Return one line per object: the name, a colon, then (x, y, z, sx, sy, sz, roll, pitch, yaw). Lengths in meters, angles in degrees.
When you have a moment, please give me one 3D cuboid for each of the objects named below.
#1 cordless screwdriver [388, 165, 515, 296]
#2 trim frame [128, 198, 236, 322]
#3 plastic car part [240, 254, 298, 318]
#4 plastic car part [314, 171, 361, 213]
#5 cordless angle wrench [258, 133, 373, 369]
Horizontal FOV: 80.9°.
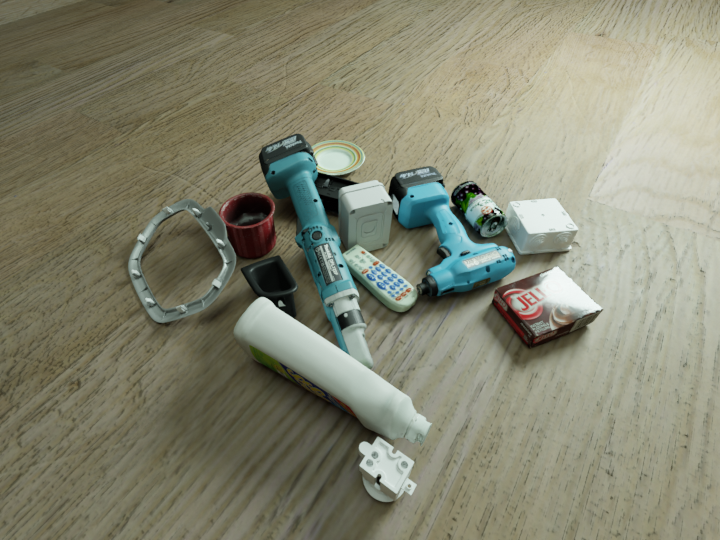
cordless screwdriver: (0.119, -0.066, 0.714, 0.157, 0.072, 0.261, -19, 52, -14)
trim frame: (-0.297, -0.026, 0.690, 0.184, 0.026, 0.262, -43, 53, -3)
plastic car part: (-0.128, 0.036, 0.632, 0.065, 0.068, 0.123, -21, 34, -17)
plastic car part: (-0.057, -0.142, 0.794, 0.210, 0.064, 0.067, 15, 47, 17)
cordless angle wrench: (-0.066, -0.043, 0.670, 0.098, 0.071, 0.441, -23, 60, 0)
